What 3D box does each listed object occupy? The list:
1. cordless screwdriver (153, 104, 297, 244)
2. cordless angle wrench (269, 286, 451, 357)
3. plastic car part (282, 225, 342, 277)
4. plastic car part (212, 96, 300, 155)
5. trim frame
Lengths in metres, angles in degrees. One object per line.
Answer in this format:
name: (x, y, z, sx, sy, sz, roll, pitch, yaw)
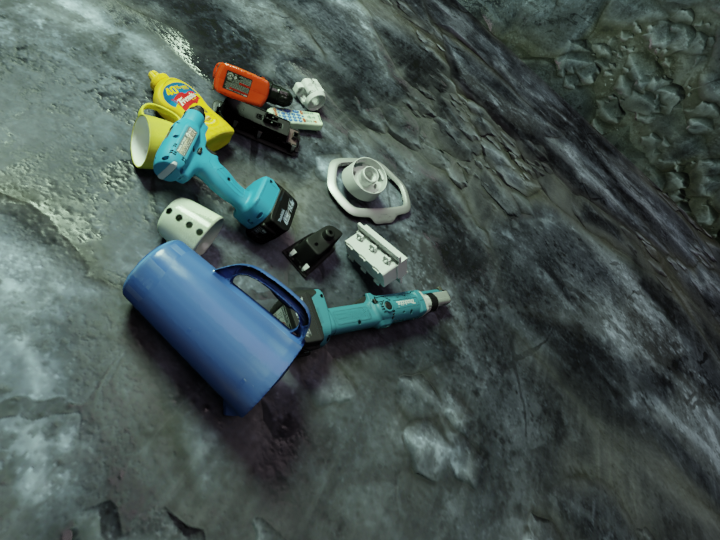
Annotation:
cordless screwdriver: (-0.221, -0.165, 0.732, 0.236, 0.076, 0.163, 36, 45, -33)
cordless angle wrench: (0.034, 0.075, 0.790, 0.404, 0.075, 0.101, -5, 63, -39)
plastic car part: (-0.078, -0.051, 0.801, 0.066, 0.072, 0.114, 49, 48, 0)
plastic car part: (-0.217, -0.313, 0.902, 0.196, 0.068, 0.067, 16, 72, -20)
trim frame: (0.021, -0.193, 1.002, 0.238, 0.028, 0.190, -9, 64, -40)
